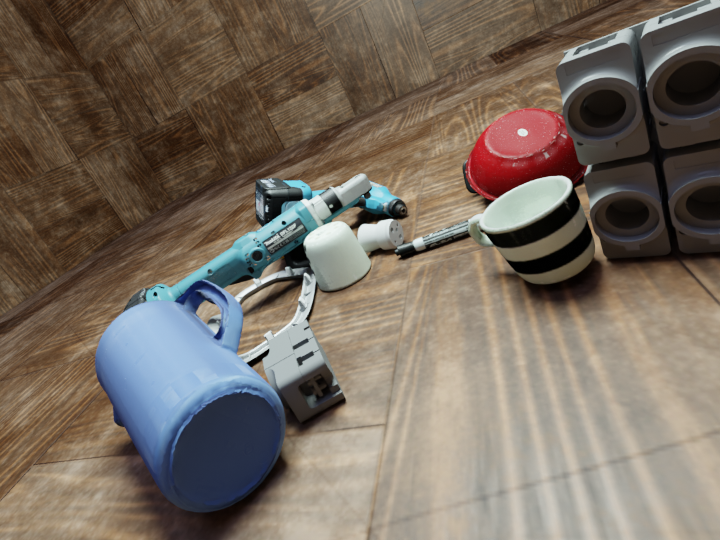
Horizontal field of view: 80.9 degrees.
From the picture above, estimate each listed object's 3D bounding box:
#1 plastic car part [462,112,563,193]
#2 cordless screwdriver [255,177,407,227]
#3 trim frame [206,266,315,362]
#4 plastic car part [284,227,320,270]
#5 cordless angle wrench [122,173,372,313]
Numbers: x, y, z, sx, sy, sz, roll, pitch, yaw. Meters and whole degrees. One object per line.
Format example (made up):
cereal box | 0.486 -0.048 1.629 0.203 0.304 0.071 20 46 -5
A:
plastic car part | 0.254 -0.184 0.656 0.205 0.065 0.067 -23 12 11
cordless screwdriver | -0.053 -0.118 0.743 0.240 0.073 0.168 -9 25 -26
trim frame | -0.152 0.059 0.633 0.187 0.026 0.254 -23 26 12
plastic car part | -0.072 -0.047 0.733 0.120 0.065 0.070 -12 11 23
cordless angle wrench | -0.162 -0.027 0.655 0.422 0.094 0.077 -34 22 -4
